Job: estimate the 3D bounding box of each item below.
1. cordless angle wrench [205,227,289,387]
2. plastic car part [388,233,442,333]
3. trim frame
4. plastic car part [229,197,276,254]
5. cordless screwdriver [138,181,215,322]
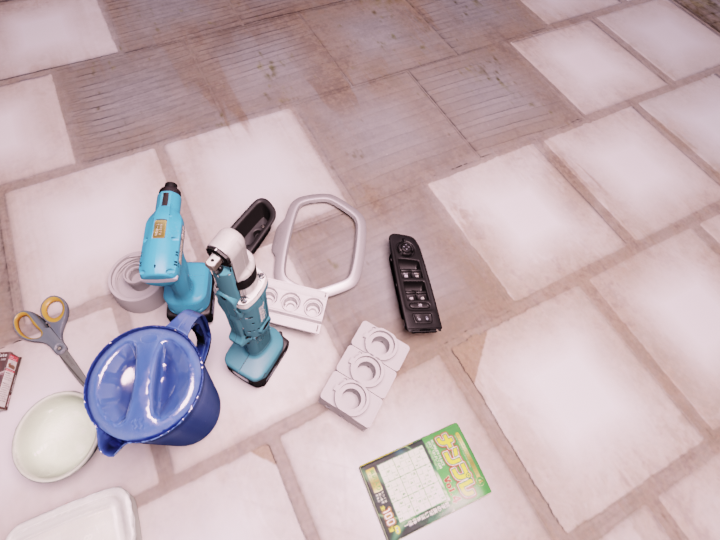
[{"bbox_3d":[-0.147,0.061,0.554,0.076,0.415,0.098,29,63,6],"label":"cordless angle wrench"},{"bbox_3d":[0.092,0.024,0.787,0.066,0.066,0.209,-4,62,-8],"label":"plastic car part"},{"bbox_3d":[-0.082,-0.054,0.841,0.184,0.027,0.254,7,61,0],"label":"trim frame"},{"bbox_3d":[-0.206,-0.075,0.820,0.067,0.069,0.116,29,64,9],"label":"plastic car part"},{"bbox_3d":[-0.290,-0.015,0.683,0.073,0.244,0.164,-2,63,-9],"label":"cordless screwdriver"}]
